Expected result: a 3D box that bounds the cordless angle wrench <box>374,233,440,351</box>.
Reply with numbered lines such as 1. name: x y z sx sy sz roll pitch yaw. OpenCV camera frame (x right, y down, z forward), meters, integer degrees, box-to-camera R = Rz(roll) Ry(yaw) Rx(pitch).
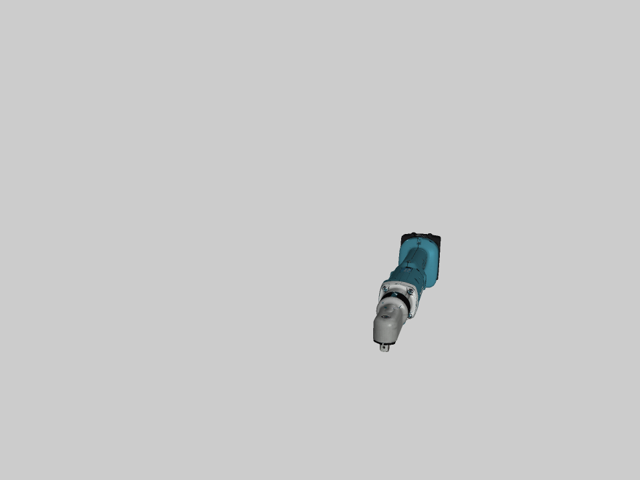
1. cordless angle wrench: 0.136 0.065 0.659 0.074 0.098 0.422 4 11 18
